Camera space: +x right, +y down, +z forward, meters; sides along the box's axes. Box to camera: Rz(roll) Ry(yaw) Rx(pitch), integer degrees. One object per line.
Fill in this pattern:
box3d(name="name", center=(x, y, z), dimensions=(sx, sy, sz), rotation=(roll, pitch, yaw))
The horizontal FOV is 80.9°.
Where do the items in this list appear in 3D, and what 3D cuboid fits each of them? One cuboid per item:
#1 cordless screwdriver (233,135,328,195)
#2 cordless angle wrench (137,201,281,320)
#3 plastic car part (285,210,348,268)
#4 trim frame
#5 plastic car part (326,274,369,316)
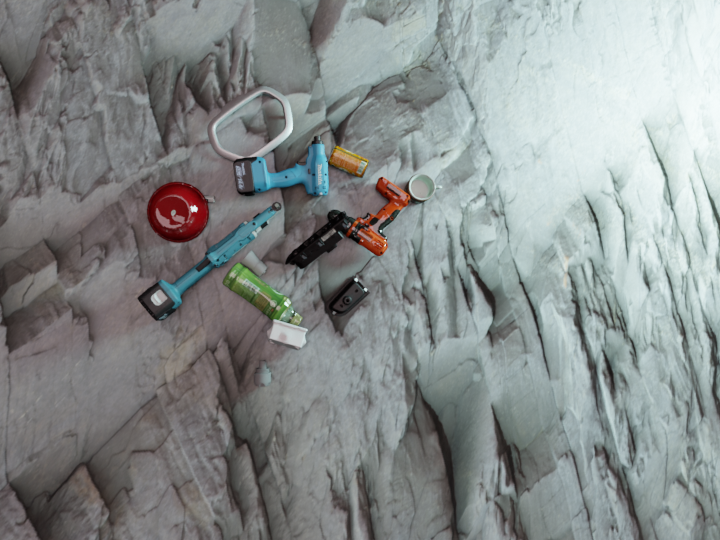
box3d(name="cordless screwdriver", center=(-0.210, -0.275, 1.121), dimensions=(0.246, 0.076, 0.158), rotation=(-3, 94, -8))
box3d(name="cordless angle wrench", center=(-0.368, -0.039, 1.088), dimensions=(0.420, 0.098, 0.074), rotation=(-42, 91, -12))
box3d(name="plastic car part", center=(-0.108, -0.070, 1.101), dimensions=(0.204, 0.069, 0.064), rotation=(-33, 117, 10))
box3d(name="trim frame", center=(-0.301, -0.401, 1.164), dimensions=(0.247, 0.027, 0.185), rotation=(-40, 88, -6))
box3d(name="plastic car part", center=(-0.033, 0.073, 1.100), dimensions=(0.116, 0.071, 0.066), rotation=(-44, 90, -11))
